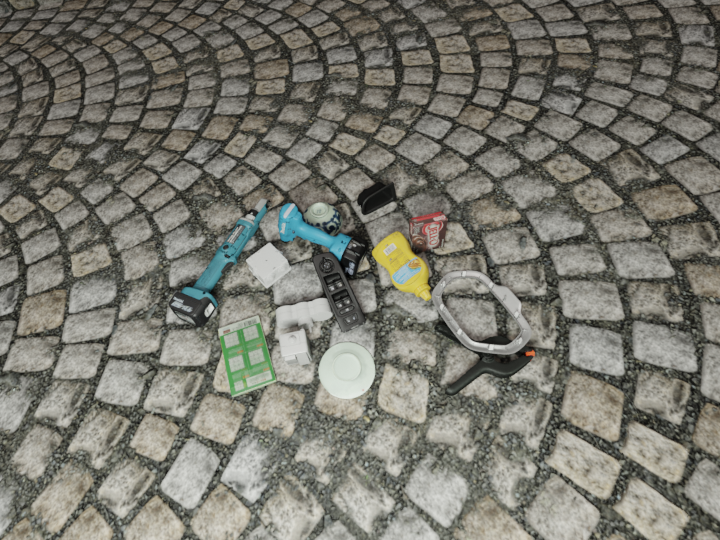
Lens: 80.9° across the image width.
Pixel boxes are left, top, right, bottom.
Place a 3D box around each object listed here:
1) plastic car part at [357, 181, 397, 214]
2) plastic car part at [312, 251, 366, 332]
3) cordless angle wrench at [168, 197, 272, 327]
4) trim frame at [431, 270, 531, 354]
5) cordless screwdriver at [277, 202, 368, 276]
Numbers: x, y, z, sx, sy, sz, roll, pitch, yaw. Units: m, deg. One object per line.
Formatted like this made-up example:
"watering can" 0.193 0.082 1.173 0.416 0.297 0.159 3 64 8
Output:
"plastic car part" 0.037 -0.218 1.232 0.116 0.063 0.075 -28 44 -7
"plastic car part" -0.056 0.048 1.051 0.066 0.066 0.206 -25 82 -1
"cordless angle wrench" -0.365 -0.047 1.172 0.101 0.072 0.425 16 59 16
"trim frame" 0.281 0.090 0.993 0.181 0.026 0.261 -18 47 -13
"cordless screwdriver" -0.110 -0.072 1.127 0.252 0.157 0.074 29 61 6
